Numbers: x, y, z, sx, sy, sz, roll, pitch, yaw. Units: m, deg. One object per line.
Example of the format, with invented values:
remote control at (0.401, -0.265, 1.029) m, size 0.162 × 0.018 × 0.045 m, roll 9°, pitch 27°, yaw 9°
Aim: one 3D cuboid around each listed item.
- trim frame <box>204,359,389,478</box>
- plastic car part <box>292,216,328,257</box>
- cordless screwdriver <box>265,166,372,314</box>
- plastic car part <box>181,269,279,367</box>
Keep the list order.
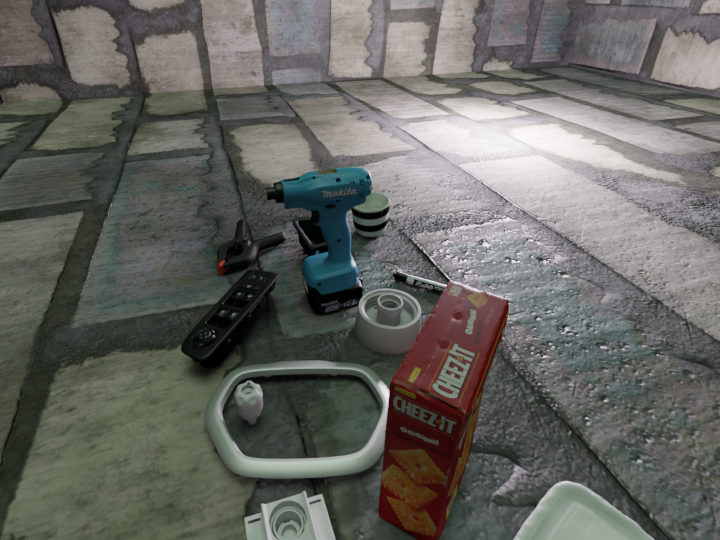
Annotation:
trim frame at (-0.076, 0.181, 0.550) m, size 0.247 × 0.027 × 0.191 m, roll -3°, pitch 34°, yaw -4°
plastic car part at (-0.094, -0.055, 0.858) m, size 0.064 × 0.069 × 0.123 m, roll -15°, pitch 37°, yaw -23°
cordless screwdriver at (-0.067, -0.044, 0.689) m, size 0.156 × 0.242 × 0.078 m, roll -8°, pitch 34°, yaw -15°
plastic car part at (-0.203, 0.077, 0.670) m, size 0.069 × 0.065 × 0.202 m, roll 13°, pitch 36°, yaw 17°
